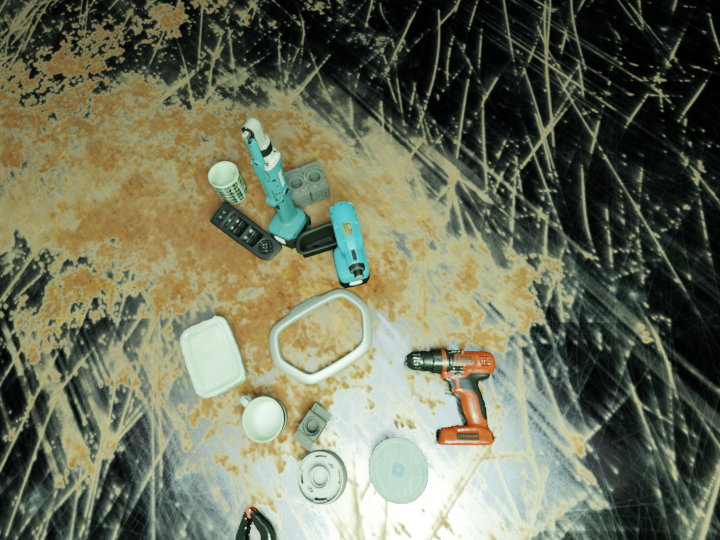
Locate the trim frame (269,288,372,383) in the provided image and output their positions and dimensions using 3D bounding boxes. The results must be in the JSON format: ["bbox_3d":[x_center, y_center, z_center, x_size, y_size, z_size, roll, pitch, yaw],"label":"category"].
[{"bbox_3d":[-0.089,0.144,0.964,0.247,0.026,0.191,-32,66,-8],"label":"trim frame"}]

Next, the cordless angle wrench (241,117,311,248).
[{"bbox_3d":[-0.182,-0.177,0.909,0.076,0.410,0.098,24,71,11],"label":"cordless angle wrench"}]

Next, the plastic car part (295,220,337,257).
[{"bbox_3d":[-0.101,-0.066,1.037,0.116,0.069,0.068,-21,67,-4],"label":"plastic car part"}]

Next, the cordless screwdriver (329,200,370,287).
[{"bbox_3d":[-0.019,-0.023,0.913,0.074,0.241,0.164,-13,67,-3],"label":"cordless screwdriver"}]

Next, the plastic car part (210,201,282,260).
[{"bbox_3d":[-0.285,-0.088,1.071,0.210,0.065,0.066,34,73,19],"label":"plastic car part"}]
